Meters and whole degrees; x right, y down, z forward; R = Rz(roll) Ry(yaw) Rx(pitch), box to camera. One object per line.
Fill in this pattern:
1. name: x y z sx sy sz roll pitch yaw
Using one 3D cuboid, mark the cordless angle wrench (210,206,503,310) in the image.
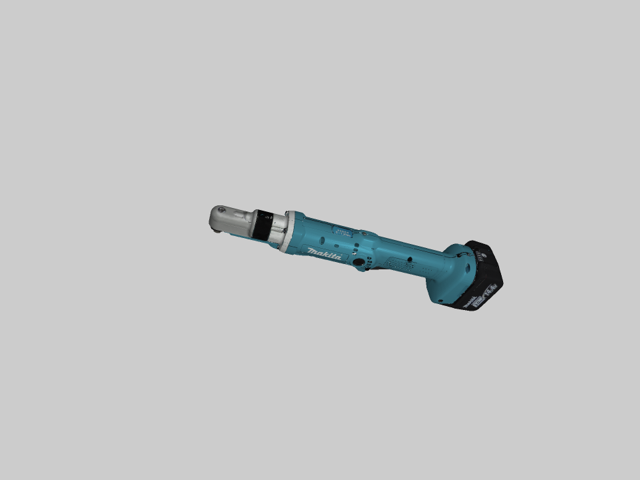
1. cordless angle wrench: 0.054 0.014 0.609 0.423 0.074 0.098 14 -45 -13
